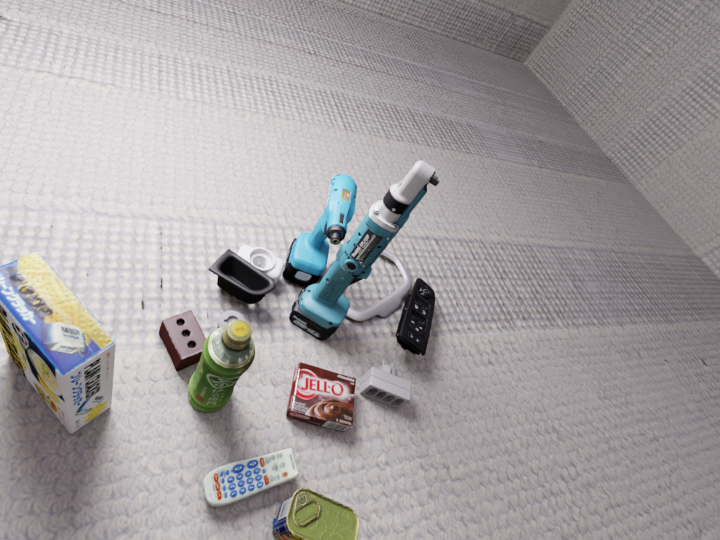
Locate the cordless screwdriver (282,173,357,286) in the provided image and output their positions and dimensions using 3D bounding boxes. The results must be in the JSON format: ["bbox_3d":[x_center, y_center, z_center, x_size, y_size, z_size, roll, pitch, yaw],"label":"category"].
[{"bbox_3d":[-0.080,-0.052,0.817,0.072,0.249,0.163,21,47,-16],"label":"cordless screwdriver"}]

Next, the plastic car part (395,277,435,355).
[{"bbox_3d":[0.118,0.101,0.917,0.066,0.067,0.204,30,45,-4],"label":"plastic car part"}]

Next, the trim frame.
[{"bbox_3d":[0.015,0.020,0.961,0.241,0.027,0.190,-28,69,-41],"label":"trim frame"}]

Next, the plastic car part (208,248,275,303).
[{"bbox_3d":[-0.226,0.026,0.800,0.117,0.071,0.066,34,45,1],"label":"plastic car part"}]

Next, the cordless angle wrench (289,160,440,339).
[{"bbox_3d":[-0.006,-0.021,0.706,0.098,0.423,0.074,34,45,-3],"label":"cordless angle wrench"}]
